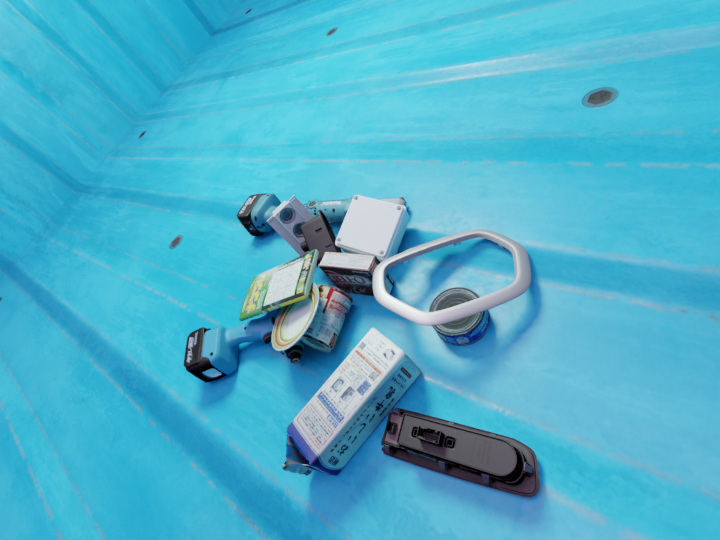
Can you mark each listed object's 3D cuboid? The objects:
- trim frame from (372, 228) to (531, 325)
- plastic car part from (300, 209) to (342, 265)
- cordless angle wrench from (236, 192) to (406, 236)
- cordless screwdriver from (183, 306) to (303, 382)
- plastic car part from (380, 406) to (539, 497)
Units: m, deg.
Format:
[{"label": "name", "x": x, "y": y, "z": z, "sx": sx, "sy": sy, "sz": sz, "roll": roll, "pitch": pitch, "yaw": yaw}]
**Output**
[{"label": "trim frame", "x": 0.140, "y": 0.004, "z": 0.663, "sx": 0.247, "sy": 0.026, "sz": 0.193, "roll": -22, "pitch": 41, "yaw": -4}, {"label": "plastic car part", "x": -0.083, "y": -0.054, "z": 0.849, "sx": 0.071, "sy": 0.063, "sz": 0.120, "roll": -29, "pitch": 72, "yaw": 6}, {"label": "cordless angle wrench", "x": -0.098, "y": -0.133, "z": 0.958, "sx": 0.443, "sy": 0.070, "sz": 0.098, "roll": 2, "pitch": 51, "yaw": 33}, {"label": "cordless screwdriver", "x": -0.222, "y": 0.147, "z": 0.825, "sx": 0.251, "sy": 0.070, "sz": 0.166, "roll": -27, "pitch": 45, "yaw": 10}, {"label": "plastic car part", "x": 0.116, "y": 0.221, "z": 0.539, "sx": 0.213, "sy": 0.063, "sz": 0.066, "roll": 4, "pitch": 52, "yaw": 34}]
